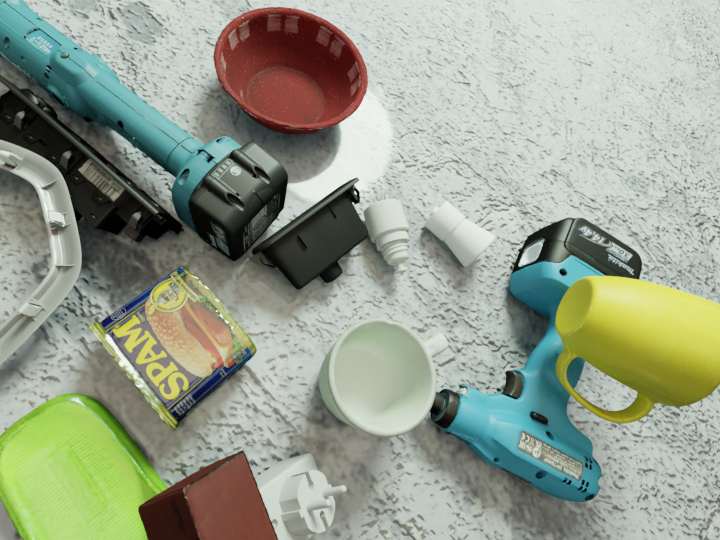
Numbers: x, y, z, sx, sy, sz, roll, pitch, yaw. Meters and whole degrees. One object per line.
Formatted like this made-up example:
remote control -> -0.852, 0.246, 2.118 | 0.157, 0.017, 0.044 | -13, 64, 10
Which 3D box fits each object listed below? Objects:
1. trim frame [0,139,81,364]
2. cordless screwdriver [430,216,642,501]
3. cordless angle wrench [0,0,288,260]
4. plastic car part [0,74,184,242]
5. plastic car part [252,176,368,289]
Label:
trim frame -> -0.328, 0.005, 0.313 | 0.187, 0.027, 0.247 | 40, 78, 7
cordless screwdriver -> 0.166, 0.063, 0.407 | 0.158, 0.074, 0.250 | 26, 69, -3
cordless angle wrench -> -0.255, -0.171, 0.389 | 0.428, 0.097, 0.074 | 37, 68, 6
plastic car part -> -0.254, -0.091, 0.376 | 0.205, 0.066, 0.067 | 44, 91, 4
plastic car part -> -0.039, -0.026, 0.403 | 0.115, 0.068, 0.070 | -43, 100, -21
